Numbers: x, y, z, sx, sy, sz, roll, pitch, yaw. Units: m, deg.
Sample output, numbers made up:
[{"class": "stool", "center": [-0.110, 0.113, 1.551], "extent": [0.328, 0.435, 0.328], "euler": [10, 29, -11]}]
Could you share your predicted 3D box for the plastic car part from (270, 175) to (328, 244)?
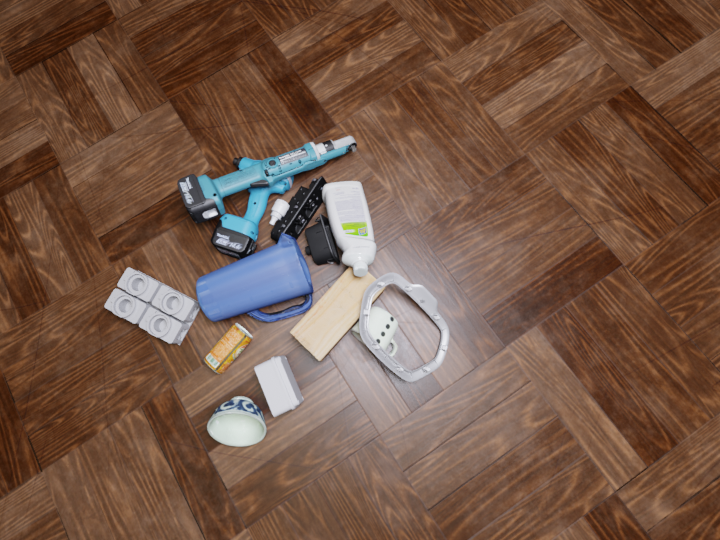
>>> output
[{"class": "plastic car part", "center": [-0.152, -0.137, 1.011], "extent": [0.069, 0.064, 0.203], "euler": [24, 78, 17]}]

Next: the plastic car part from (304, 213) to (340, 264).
[{"class": "plastic car part", "center": [-0.097, -0.064, 0.994], "extent": [0.072, 0.064, 0.118], "euler": [-16, 78, 13]}]

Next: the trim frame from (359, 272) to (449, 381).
[{"class": "trim frame", "center": [0.097, 0.118, 0.889], "extent": [0.242, 0.028, 0.183], "euler": [44, 66, -13]}]

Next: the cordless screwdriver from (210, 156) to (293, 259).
[{"class": "cordless screwdriver", "center": [-0.282, -0.158, 1.022], "extent": [0.162, 0.073, 0.250], "euler": [22, 74, 9]}]

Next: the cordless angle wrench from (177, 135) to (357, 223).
[{"class": "cordless angle wrench", "center": [-0.203, -0.232, 0.982], "extent": [0.418, 0.073, 0.101], "euler": [-23, 70, -10]}]
